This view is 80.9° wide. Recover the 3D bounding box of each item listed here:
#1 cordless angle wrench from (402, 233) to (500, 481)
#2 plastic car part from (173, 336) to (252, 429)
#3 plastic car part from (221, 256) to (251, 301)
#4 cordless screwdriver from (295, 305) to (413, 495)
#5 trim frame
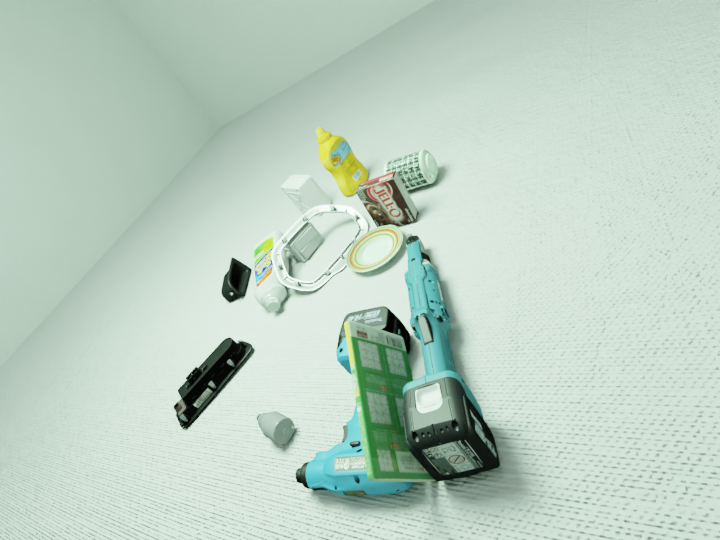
[{"bbox_3d":[0.100,0.072,0.615,0.076,0.094,0.433,-27,30,18],"label":"cordless angle wrench"},{"bbox_3d":[-0.309,0.214,0.863,0.202,0.064,0.069,-46,25,-16],"label":"plastic car part"},{"bbox_3d":[-0.338,0.035,1.116,0.072,0.063,0.120,-40,31,28],"label":"plastic car part"},{"bbox_3d":[-0.007,0.178,0.596,0.164,0.070,0.254,-21,40,27],"label":"cordless screwdriver"},{"bbox_3d":[-0.094,-0.061,0.961,0.193,0.026,0.247,31,68,28],"label":"trim frame"}]
